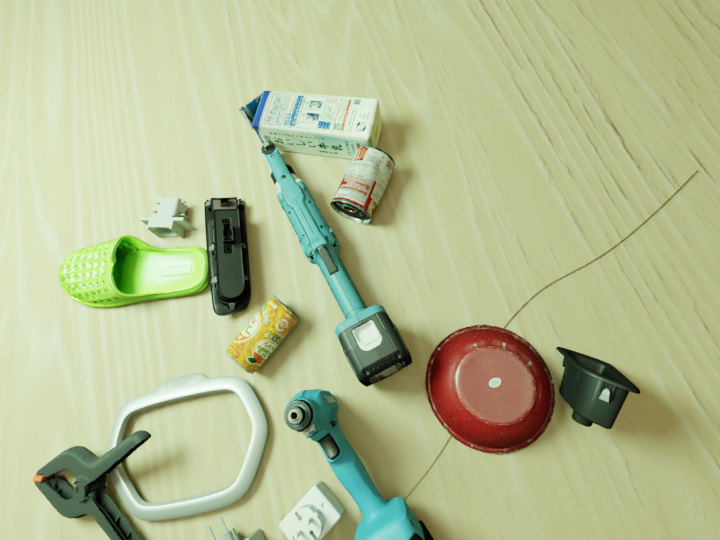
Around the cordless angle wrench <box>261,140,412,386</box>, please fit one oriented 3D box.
[{"bbox_3d":[-0.062,-0.041,0.638,0.074,0.094,0.441,-29,64,-1],"label":"cordless angle wrench"}]

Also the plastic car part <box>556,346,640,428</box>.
[{"bbox_3d":[0.267,0.142,0.494,0.068,0.114,0.070,17,100,13],"label":"plastic car part"}]

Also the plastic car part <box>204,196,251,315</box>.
[{"bbox_3d":[-0.208,-0.032,0.670,0.064,0.068,0.207,-1,72,-24],"label":"plastic car part"}]

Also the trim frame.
[{"bbox_3d":[-0.250,0.244,0.604,0.251,0.026,0.189,-17,70,8],"label":"trim frame"}]

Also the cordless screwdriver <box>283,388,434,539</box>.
[{"bbox_3d":[-0.005,0.250,0.482,0.074,0.154,0.258,-35,71,-4],"label":"cordless screwdriver"}]
